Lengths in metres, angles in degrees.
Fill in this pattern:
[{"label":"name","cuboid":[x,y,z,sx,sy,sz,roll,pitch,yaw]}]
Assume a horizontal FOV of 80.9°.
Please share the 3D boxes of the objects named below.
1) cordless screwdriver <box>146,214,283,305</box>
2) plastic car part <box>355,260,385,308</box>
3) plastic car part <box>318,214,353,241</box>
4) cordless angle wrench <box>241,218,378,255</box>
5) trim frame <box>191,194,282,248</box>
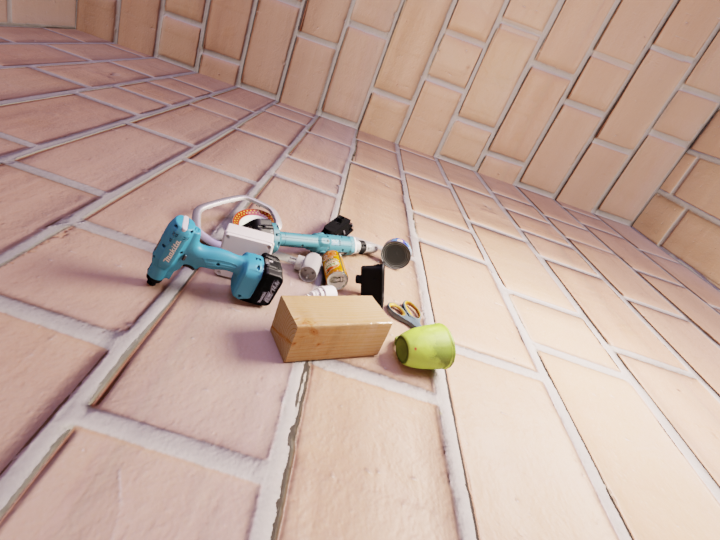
[{"label":"cordless screwdriver","cuboid":[-0.289,0.003,0.845,0.237,0.160,0.078,25,26,-28]},{"label":"plastic car part","cuboid":[0.024,0.029,1.013,0.072,0.113,0.066,0,25,9]},{"label":"plastic car part","cuboid":[-0.071,-0.125,1.273,0.067,0.067,0.201,32,31,5]},{"label":"cordless angle wrench","cuboid":[-0.110,-0.072,1.121,0.402,0.075,0.101,3,-12,-39]},{"label":"trim frame","cuboid":[-0.319,-0.127,1.098,0.192,0.027,0.241,43,43,22]}]
